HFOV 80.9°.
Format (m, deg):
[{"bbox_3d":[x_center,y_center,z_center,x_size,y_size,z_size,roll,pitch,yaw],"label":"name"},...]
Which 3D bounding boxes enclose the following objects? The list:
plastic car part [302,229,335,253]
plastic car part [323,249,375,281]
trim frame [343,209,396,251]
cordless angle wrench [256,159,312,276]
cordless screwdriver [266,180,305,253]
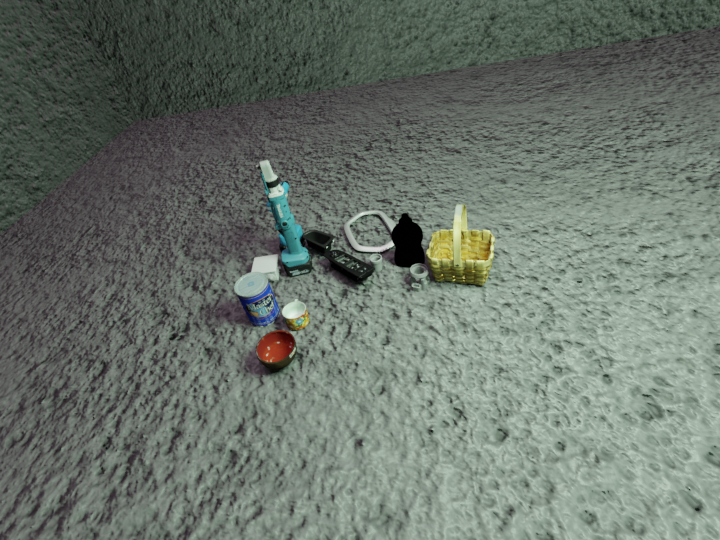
[{"bbox_3d":[-0.146,-0.096,1.497,0.123,0.068,0.065,21,51,35],"label":"plastic car part"},{"bbox_3d":[-0.039,-0.013,1.372,0.065,0.064,0.215,-35,44,-24],"label":"plastic car part"},{"bbox_3d":[0.041,-0.143,1.523,0.183,0.026,0.260,-20,40,-5],"label":"trim frame"},{"bbox_3d":[-0.242,-0.160,1.340,0.098,0.405,0.077,-11,39,2],"label":"cordless angle wrench"},{"bbox_3d":[-0.259,-0.186,1.505,0.076,0.238,0.162,-1,41,13],"label":"cordless screwdriver"}]
